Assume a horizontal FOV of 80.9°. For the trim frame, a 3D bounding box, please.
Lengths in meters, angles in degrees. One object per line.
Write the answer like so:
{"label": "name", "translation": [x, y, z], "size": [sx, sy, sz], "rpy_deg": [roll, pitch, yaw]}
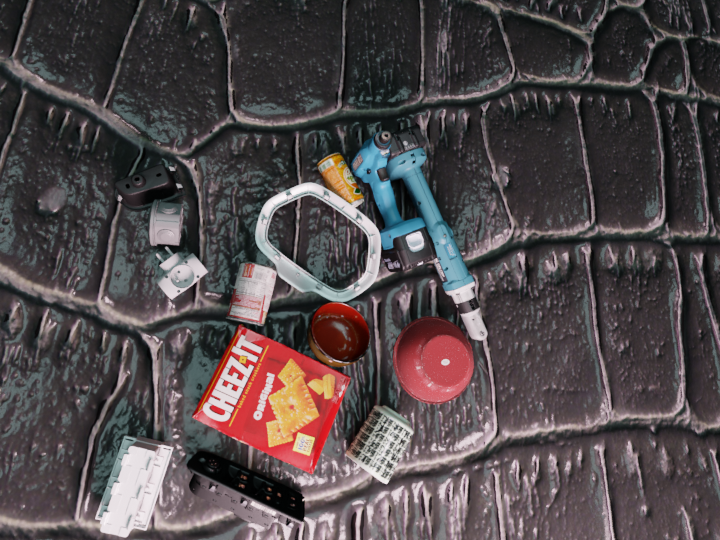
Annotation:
{"label": "trim frame", "translation": [-0.077, -0.050, 0.784], "size": [0.247, 0.028, 0.184], "rpy_deg": [36, 93, -2]}

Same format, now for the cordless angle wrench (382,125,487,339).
{"label": "cordless angle wrench", "translation": [0.147, -0.066, 0.812], "size": [0.073, 0.098, 0.426], "rpy_deg": [-22, 86, -13]}

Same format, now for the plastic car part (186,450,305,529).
{"label": "plastic car part", "translation": [-0.191, 0.358, 0.682], "size": [0.202, 0.067, 0.067], "rpy_deg": [30, 101, -4]}

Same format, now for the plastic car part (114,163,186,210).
{"label": "plastic car part", "translation": [-0.382, -0.153, 0.753], "size": [0.114, 0.071, 0.067], "rpy_deg": [-24, 84, -17]}

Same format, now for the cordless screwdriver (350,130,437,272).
{"label": "cordless screwdriver", "translation": [0.060, -0.125, 0.773], "size": [0.073, 0.160, 0.251], "rpy_deg": [-20, 85, -15]}
